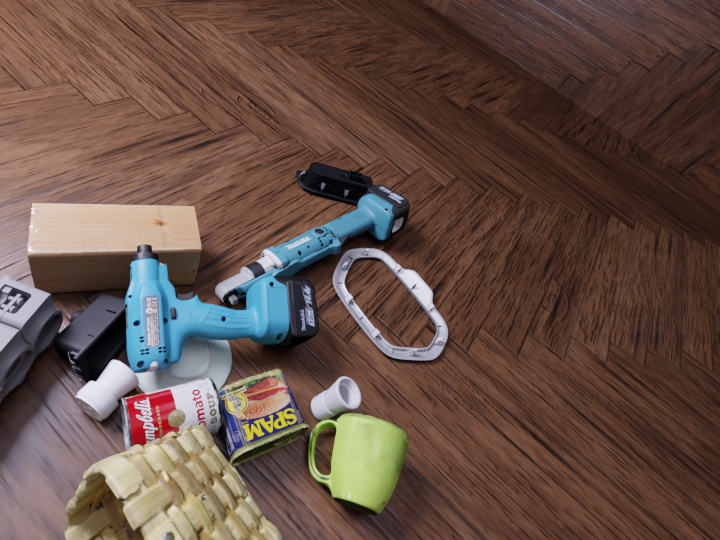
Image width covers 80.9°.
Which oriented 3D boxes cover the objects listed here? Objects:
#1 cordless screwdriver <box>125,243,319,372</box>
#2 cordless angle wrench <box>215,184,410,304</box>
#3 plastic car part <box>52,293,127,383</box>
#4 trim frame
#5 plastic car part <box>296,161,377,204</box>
[{"bbox_3d":[-0.185,0.041,0.576,0.238,0.076,0.163,-2,70,-32],"label":"cordless screwdriver"},{"bbox_3d":[-0.074,-0.048,0.758,0.103,0.072,0.412,36,47,27],"label":"cordless angle wrench"},{"bbox_3d":[-0.337,0.076,0.537,0.071,0.064,0.118,14,42,2],"label":"plastic car part"},{"bbox_3d":[0.056,0.053,0.766,0.178,0.027,0.258,-21,61,-39],"label":"trim frame"},{"bbox_3d":[-0.038,-0.186,0.909,0.197,0.067,0.068,9,56,-16],"label":"plastic car part"}]
